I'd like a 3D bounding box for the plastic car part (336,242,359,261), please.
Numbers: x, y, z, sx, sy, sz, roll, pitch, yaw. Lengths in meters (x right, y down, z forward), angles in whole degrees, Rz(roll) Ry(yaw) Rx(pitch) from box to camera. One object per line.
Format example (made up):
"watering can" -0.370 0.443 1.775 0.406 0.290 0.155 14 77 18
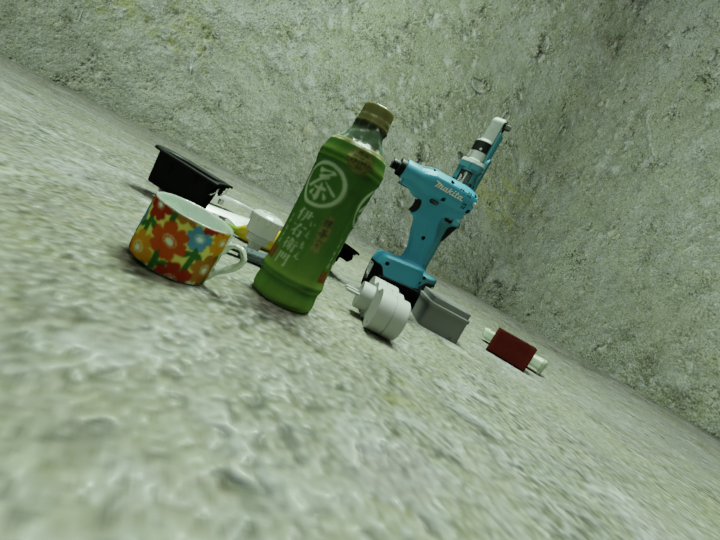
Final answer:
"plastic car part" -0.080 -0.052 0.815 0.063 0.067 0.213 25 7 -31

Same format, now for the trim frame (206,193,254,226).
"trim frame" -0.244 -0.111 0.767 0.195 0.027 0.235 33 8 36

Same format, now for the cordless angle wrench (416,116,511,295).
"cordless angle wrench" 0.182 -0.123 0.875 0.102 0.422 0.071 31 6 21

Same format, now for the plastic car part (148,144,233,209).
"plastic car part" -0.262 -0.127 0.627 0.117 0.071 0.065 29 6 3

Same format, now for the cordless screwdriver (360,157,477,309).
"cordless screwdriver" 0.076 -0.063 0.739 0.157 0.248 0.075 28 6 -7
